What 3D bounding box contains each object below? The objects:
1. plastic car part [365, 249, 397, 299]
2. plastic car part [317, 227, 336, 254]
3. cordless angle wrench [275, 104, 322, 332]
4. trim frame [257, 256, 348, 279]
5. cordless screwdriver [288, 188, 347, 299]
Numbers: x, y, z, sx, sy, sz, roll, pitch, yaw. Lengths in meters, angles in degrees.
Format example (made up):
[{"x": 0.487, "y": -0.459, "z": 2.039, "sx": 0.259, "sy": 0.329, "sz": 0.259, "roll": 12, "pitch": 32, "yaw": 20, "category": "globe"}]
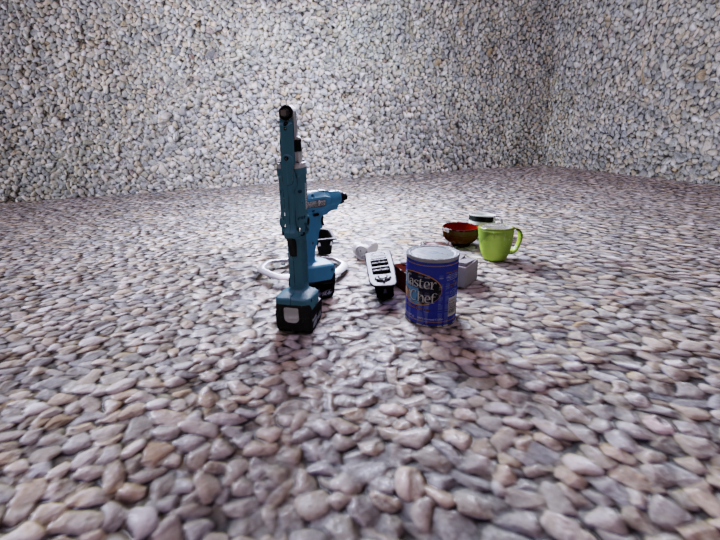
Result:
[{"x": 0.048, "y": 0.012, "z": 1.011, "sx": 0.066, "sy": 0.066, "sz": 0.206, "roll": -2, "pitch": 19, "yaw": -1, "category": "plastic car part"}, {"x": -0.113, "y": -0.082, "z": 1.284, "sx": 0.065, "sy": 0.069, "sz": 0.120, "roll": -5, "pitch": 19, "yaw": -10, "category": "plastic car part"}, {"x": -0.125, "y": -0.091, "z": 0.798, "sx": 0.076, "sy": 0.415, "sz": 0.097, "roll": 3, "pitch": 17, "yaw": 11, "category": "cordless angle wrench"}, {"x": -0.154, "y": -0.007, "z": 1.141, "sx": 0.244, "sy": 0.027, "sz": 0.191, "roll": -6, "pitch": 20, "yaw": -12, "category": "trim frame"}, {"x": -0.095, "y": -0.062, "z": 0.967, "sx": 0.153, "sy": 0.244, "sz": 0.078, "roll": -14, "pitch": 21, "yaw": -35, "category": "cordless screwdriver"}]
